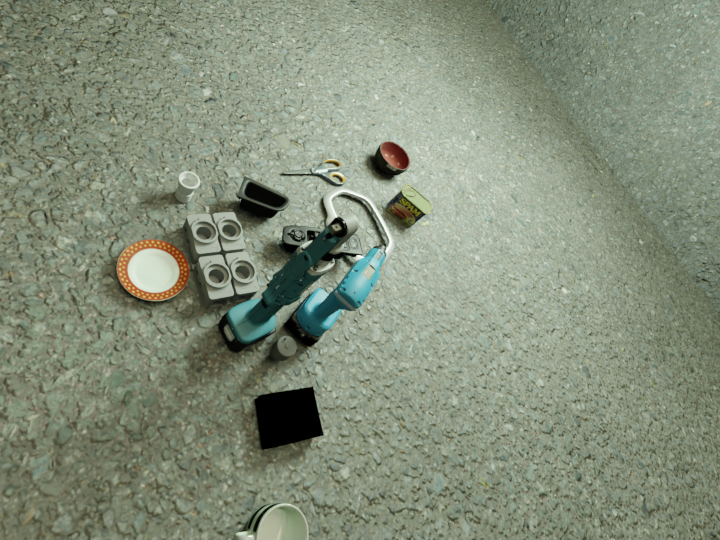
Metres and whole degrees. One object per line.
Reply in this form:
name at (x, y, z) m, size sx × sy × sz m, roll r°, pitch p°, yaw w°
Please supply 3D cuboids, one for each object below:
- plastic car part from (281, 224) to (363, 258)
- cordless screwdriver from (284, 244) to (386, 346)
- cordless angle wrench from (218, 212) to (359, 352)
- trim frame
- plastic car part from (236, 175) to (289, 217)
plastic car part at (-0.098, -0.064, 0.999) m, size 0.194 × 0.068 × 0.068 m, roll 9°, pitch 58°, yaw -27°
cordless screwdriver at (-0.045, 0.048, 0.836) m, size 0.074 × 0.252 × 0.158 m, roll 42°, pitch 48°, yaw -7°
cordless angle wrench at (-0.121, 0.027, 0.683) m, size 0.095 × 0.429 × 0.076 m, roll -24°, pitch 79°, yaw -41°
trim frame at (-0.006, -0.118, 1.118) m, size 0.177 × 0.028 × 0.255 m, roll -13°, pitch 68°, yaw -37°
plastic car part at (-0.230, -0.154, 0.973) m, size 0.113 × 0.072 × 0.067 m, roll 24°, pitch 52°, yaw -18°
